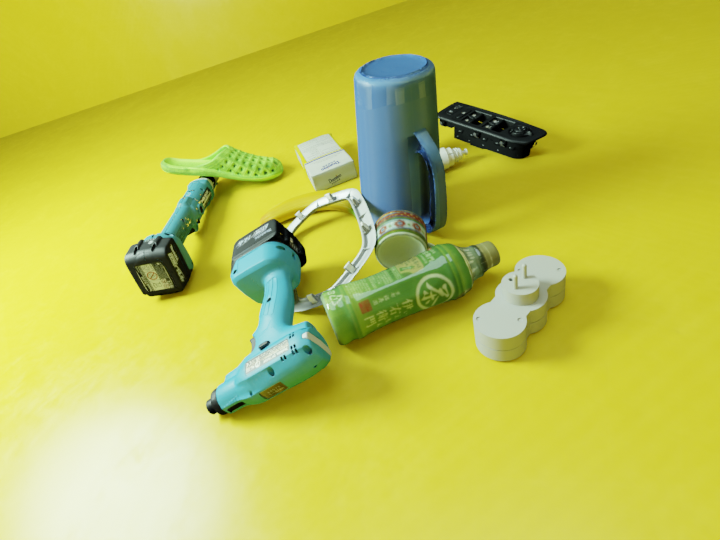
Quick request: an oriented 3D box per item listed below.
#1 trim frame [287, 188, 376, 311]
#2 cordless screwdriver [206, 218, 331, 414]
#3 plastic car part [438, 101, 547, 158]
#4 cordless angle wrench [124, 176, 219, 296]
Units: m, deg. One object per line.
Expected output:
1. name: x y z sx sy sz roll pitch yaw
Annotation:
1. trim frame: -0.064 -0.042 0.649 0.186 0.026 0.259 -35 39 16
2. cordless screwdriver: -0.132 0.054 0.550 0.161 0.070 0.260 -33 41 13
3. plastic car part: 0.233 -0.254 0.778 0.065 0.064 0.215 -30 42 -26
4. cordless angle wrench: -0.347 -0.116 0.857 0.075 0.094 0.436 -11 35 4
